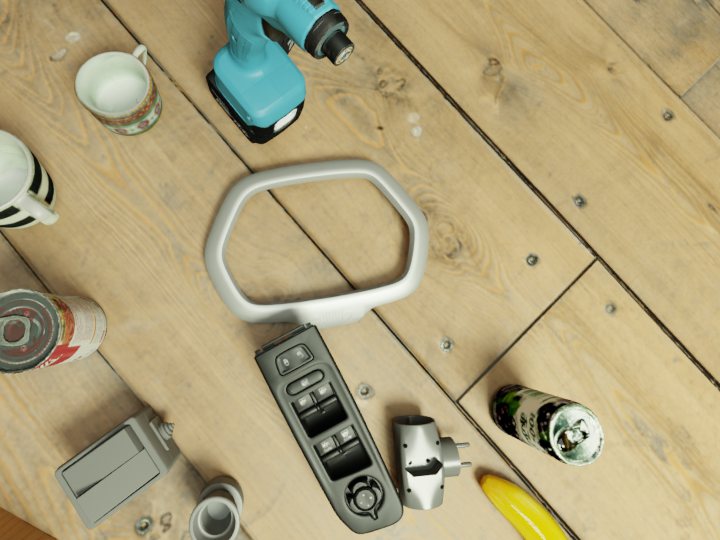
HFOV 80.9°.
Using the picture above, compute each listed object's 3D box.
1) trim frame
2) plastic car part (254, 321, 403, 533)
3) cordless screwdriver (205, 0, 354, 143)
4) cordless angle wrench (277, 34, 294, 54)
[{"bbox_3d":[-0.046,-0.030,0.466,0.246,0.027,0.186,-10,81,-8],"label":"trim frame"},{"bbox_3d":[-0.031,0.154,0.414,0.066,0.067,0.205,-27,84,-11],"label":"plastic car part"},{"bbox_3d":[-0.081,-0.189,0.377,0.074,0.250,0.160,-40,91,-13],"label":"cordless screwdriver"},{"bbox_3d":[-0.067,-0.327,0.314,0.074,0.425,0.098,28,79,-7],"label":"cordless angle wrench"}]
